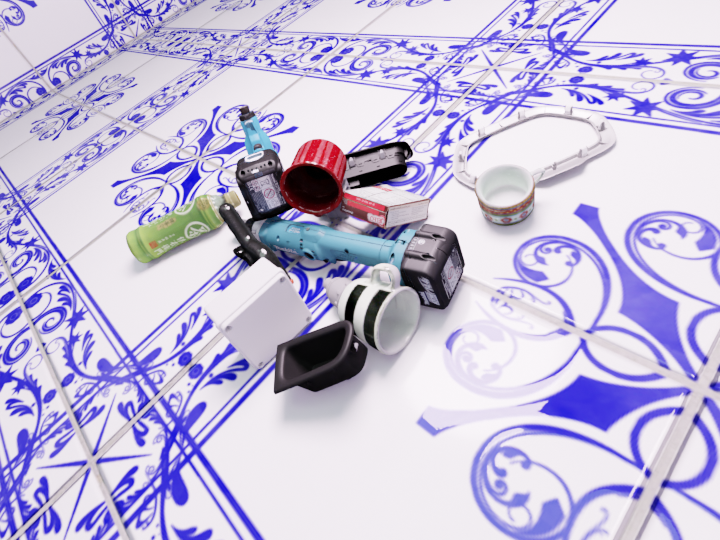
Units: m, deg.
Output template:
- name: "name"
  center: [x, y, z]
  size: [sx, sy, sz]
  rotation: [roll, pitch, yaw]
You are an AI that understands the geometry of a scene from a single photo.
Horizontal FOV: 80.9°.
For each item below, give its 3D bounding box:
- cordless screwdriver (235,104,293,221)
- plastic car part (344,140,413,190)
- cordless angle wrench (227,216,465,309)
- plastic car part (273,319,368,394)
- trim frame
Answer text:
- name: "cordless screwdriver"
  center: [-0.177, -0.196, 0.742]
  size: [0.074, 0.153, 0.259]
  rotation: [-20, 30, -3]
- name: "plastic car part"
  center: [-0.003, -0.179, 0.757]
  size: [0.205, 0.063, 0.069]
  rotation: [-16, 56, 9]
- name: "cordless angle wrench"
  center: [-0.063, -0.041, 0.648]
  size: [0.446, 0.093, 0.074]
  rotation: [14, 60, 36]
- name: "plastic car part"
  center: [-0.040, 0.112, 0.511]
  size: [0.119, 0.067, 0.068]
  rotation: [-24, 44, 23]
- name: "trim frame"
  center: [0.270, -0.203, 0.683]
  size: [0.249, 0.026, 0.193]
  rotation: [-22, 47, 2]
